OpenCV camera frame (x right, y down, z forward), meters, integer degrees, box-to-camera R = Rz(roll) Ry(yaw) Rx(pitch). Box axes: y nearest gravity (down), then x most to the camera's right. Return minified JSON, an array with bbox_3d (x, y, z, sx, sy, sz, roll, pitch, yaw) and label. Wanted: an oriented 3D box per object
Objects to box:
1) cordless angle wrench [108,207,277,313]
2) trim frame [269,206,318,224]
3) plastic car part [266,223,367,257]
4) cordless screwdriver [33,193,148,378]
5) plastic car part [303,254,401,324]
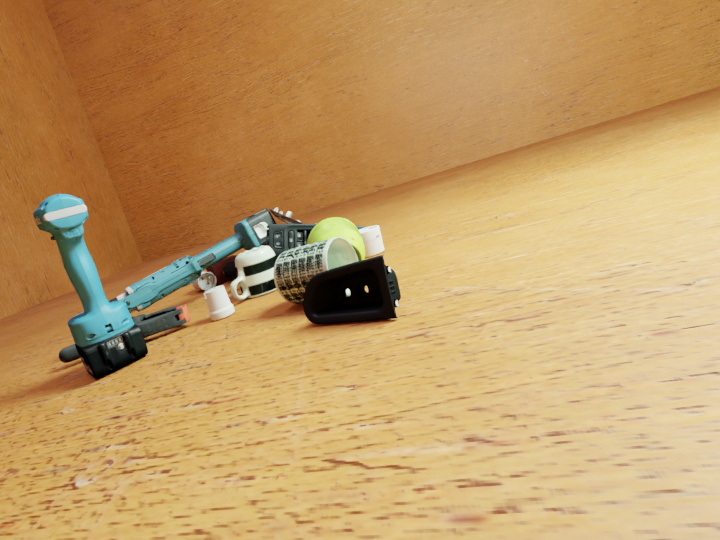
[{"bbox_3d":[-0.350,0.001,0.843,0.415,0.073,0.102,-35,14,-30],"label":"cordless angle wrench"},{"bbox_3d":[-0.121,-0.099,0.977,0.185,0.027,0.248,26,-2,0],"label":"trim frame"},{"bbox_3d":[-0.082,-0.053,0.837,0.203,0.067,0.066,-2,-17,1],"label":"plastic car part"},{"bbox_3d":[-0.393,0.018,0.598,0.072,0.244,0.167,-24,16,-39],"label":"cordless screwdriver"},{"bbox_3d":[-0.003,0.024,0.486,0.121,0.066,0.068,-13,-4,37],"label":"plastic car part"}]
